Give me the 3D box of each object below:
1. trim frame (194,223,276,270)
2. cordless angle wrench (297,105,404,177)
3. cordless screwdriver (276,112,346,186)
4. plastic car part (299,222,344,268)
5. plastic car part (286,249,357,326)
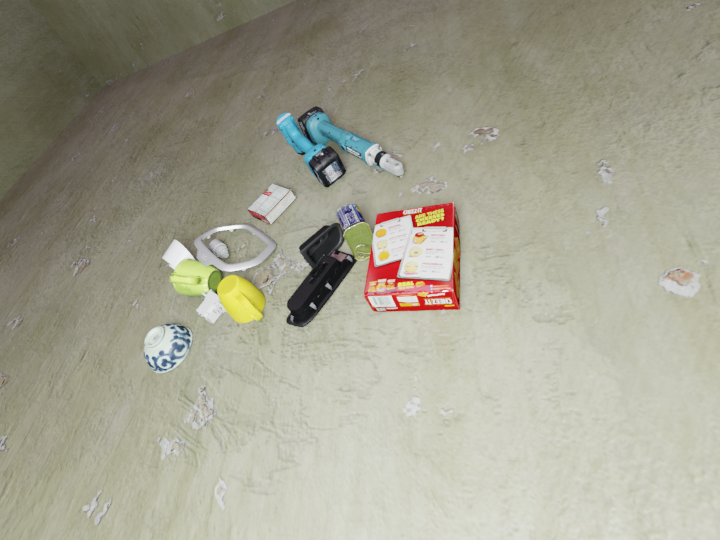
[{"bbox_3d":[-0.327,-0.062,1.087,0.179,0.027,0.263,-26,40,-30],"label":"trim frame"},{"bbox_3d":[-0.029,-0.353,1.173,0.074,0.093,0.448,-39,48,-12],"label":"cordless angle wrench"},{"bbox_3d":[-0.140,-0.331,1.200,0.074,0.152,0.261,-39,60,-4],"label":"cordless screwdriver"},{"bbox_3d":[-0.096,-0.063,0.985,0.116,0.063,0.075,-46,32,-18],"label":"plastic car part"},{"bbox_3d":[-0.090,0.030,0.898,0.070,0.064,0.203,22,68,32],"label":"plastic car part"}]
